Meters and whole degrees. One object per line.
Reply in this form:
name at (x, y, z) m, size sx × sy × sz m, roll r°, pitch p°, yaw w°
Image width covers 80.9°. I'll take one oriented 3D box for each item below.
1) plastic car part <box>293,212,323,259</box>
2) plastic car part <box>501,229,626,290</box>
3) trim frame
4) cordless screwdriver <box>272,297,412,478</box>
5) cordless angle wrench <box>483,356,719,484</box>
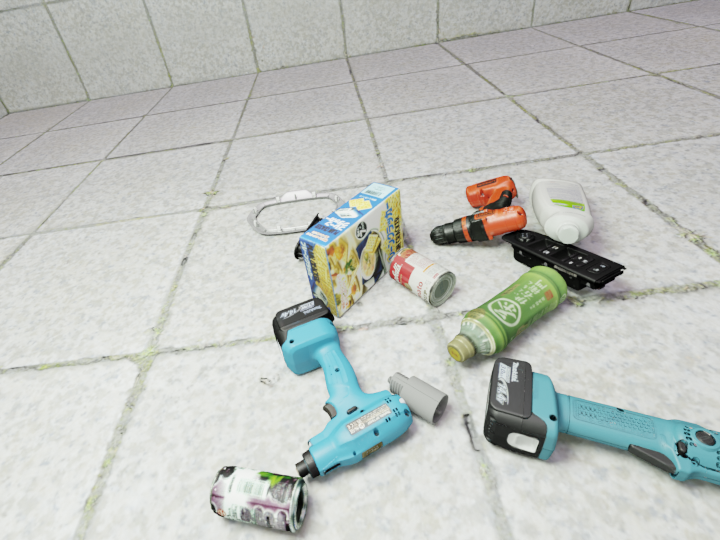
plastic car part at (-0.088, -0.058, 0.901) m, size 0.072 × 0.064 × 0.117 m, roll 16°, pitch 46°, yaw 9°
plastic car part at (0.340, -0.018, 0.737) m, size 0.065 × 0.064 × 0.214 m, roll -29°, pitch 37°, yaw -14°
trim frame at (-0.163, -0.150, 1.054) m, size 0.250 × 0.026 × 0.190 m, roll -9°, pitch 37°, yaw 4°
cordless screwdriver at (-0.061, 0.159, 0.609) m, size 0.156 × 0.071 × 0.263 m, roll -25°, pitch 44°, yaw -18°
cordless angle wrench at (0.365, 0.199, 0.462) m, size 0.439 × 0.071 × 0.098 m, roll 10°, pitch 42°, yaw 21°
